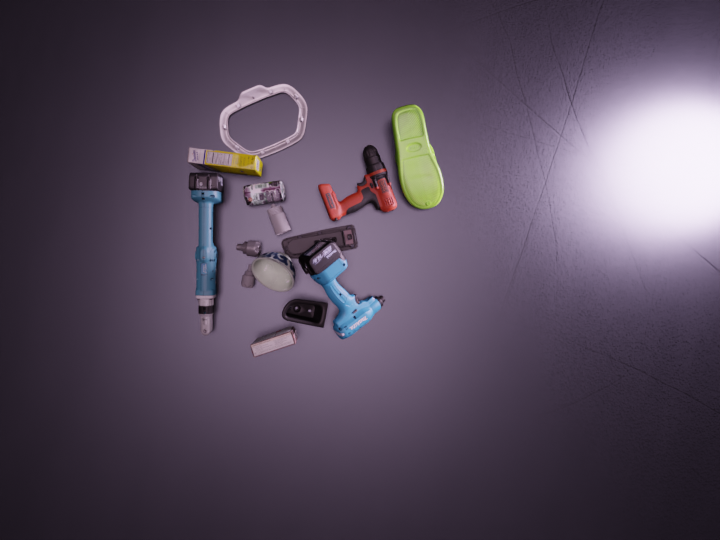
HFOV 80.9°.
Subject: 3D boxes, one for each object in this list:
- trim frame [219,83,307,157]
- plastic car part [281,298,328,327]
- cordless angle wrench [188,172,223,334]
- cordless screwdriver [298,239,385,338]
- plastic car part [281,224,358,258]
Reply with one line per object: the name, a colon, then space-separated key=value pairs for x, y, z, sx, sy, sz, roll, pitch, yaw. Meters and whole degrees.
trim frame: x=-0.263 y=-0.407 z=1.147 sx=0.249 sy=0.027 sz=0.185 roll=-22 pitch=87 yaw=2
plastic car part: x=-0.153 y=0.105 z=1.107 sx=0.113 sy=0.073 sz=0.066 roll=11 pitch=87 yaw=-17
cordless angle wrench: x=-0.404 y=-0.041 z=1.109 sx=0.074 sy=0.099 sz=0.422 roll=1 pitch=92 yaw=-6
cordless screwdriver: x=-0.041 y=0.034 z=1.076 sx=0.157 sy=0.077 sz=0.242 roll=-34 pitch=107 yaw=-21
plastic car part: x=-0.109 y=-0.072 z=1.120 sx=0.204 sy=0.067 sz=0.066 roll=-10 pitch=98 yaw=3
